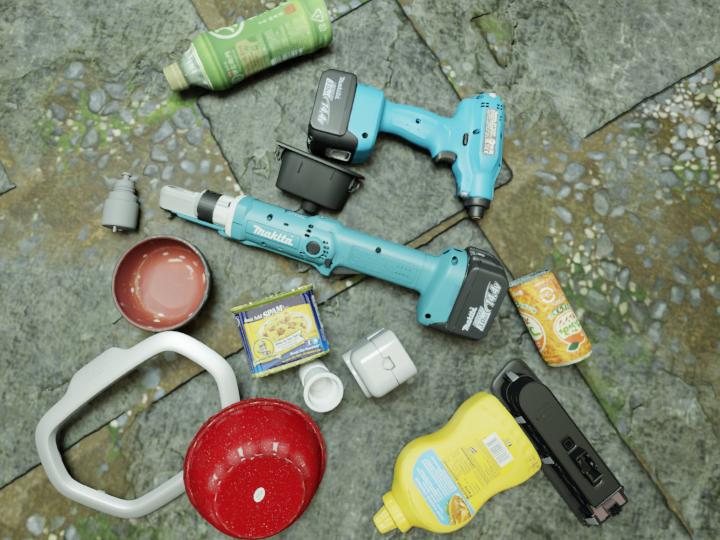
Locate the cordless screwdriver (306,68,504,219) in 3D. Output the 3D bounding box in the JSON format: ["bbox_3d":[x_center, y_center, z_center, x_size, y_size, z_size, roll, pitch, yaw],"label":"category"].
[{"bbox_3d":[0.056,-0.157,0.536,0.247,0.074,0.160,8,82,-4],"label":"cordless screwdriver"}]

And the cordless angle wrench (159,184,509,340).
[{"bbox_3d":[-0.050,-0.033,0.511,0.429,0.074,0.097,18,111,7],"label":"cordless angle wrench"}]

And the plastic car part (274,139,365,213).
[{"bbox_3d":[-0.061,-0.111,0.537,0.116,0.066,0.071,25,100,-2],"label":"plastic car part"}]

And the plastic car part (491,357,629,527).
[{"bbox_3d":[0.230,0.200,0.487,0.066,0.066,0.206,-36,81,0],"label":"plastic car part"}]

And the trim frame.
[{"bbox_3d":[-0.249,0.176,0.480,0.249,0.028,0.182,-36,97,5],"label":"trim frame"}]
